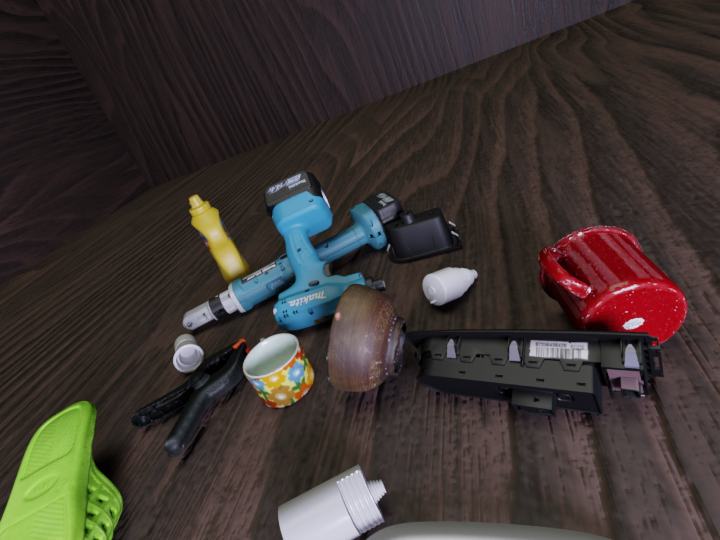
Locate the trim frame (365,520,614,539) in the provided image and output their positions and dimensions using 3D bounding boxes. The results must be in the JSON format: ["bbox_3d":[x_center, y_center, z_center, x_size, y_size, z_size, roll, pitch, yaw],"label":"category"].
[{"bbox_3d":[0.069,0.223,0.211,0.256,0.026,0.185,-11,29,22],"label":"trim frame"}]

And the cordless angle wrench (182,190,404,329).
[{"bbox_3d":[-0.119,-0.004,0.735,0.422,0.071,0.102,-28,25,-1],"label":"cordless angle wrench"}]

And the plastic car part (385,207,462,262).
[{"bbox_3d":[0.089,-0.061,0.658,0.119,0.068,0.067,-13,26,16],"label":"plastic car part"}]

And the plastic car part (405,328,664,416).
[{"bbox_3d":[0.135,0.088,0.370,0.213,0.062,0.068,0,60,38],"label":"plastic car part"}]

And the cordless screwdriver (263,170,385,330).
[{"bbox_3d":[-0.063,-0.041,0.649,0.161,0.070,0.258,-20,57,11],"label":"cordless screwdriver"}]
